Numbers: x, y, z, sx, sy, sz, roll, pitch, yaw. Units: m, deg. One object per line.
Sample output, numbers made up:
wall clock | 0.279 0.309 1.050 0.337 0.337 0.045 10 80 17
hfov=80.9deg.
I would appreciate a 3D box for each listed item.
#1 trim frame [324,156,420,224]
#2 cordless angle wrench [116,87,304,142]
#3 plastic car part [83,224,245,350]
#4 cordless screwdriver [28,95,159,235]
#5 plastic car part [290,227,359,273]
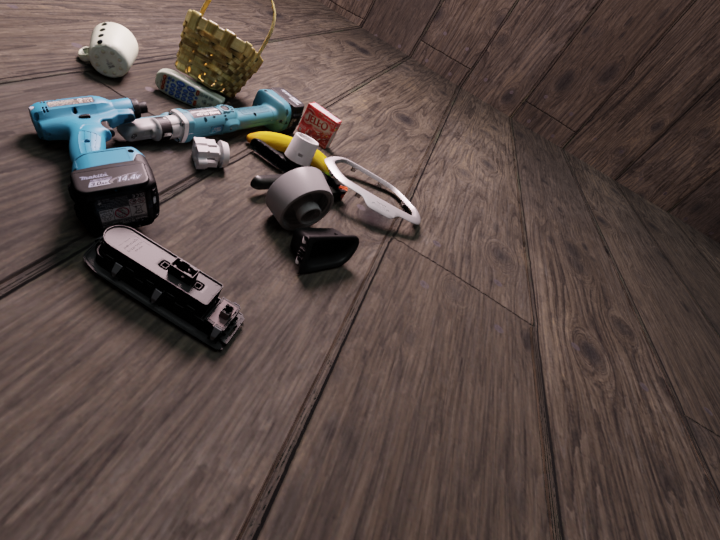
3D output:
trim frame | 0.027 -0.171 0.898 0.239 0.027 0.191 27 26 -22
cordless angle wrench | -0.274 -0.298 0.832 0.100 0.074 0.413 40 39 11
plastic car part | -0.229 0.010 0.494 0.204 0.066 0.066 29 42 2
cordless screwdriver | -0.344 -0.167 0.589 0.154 0.073 0.261 -23 57 -31
plastic car part | -0.067 -0.044 0.682 0.075 0.065 0.111 37 30 31
